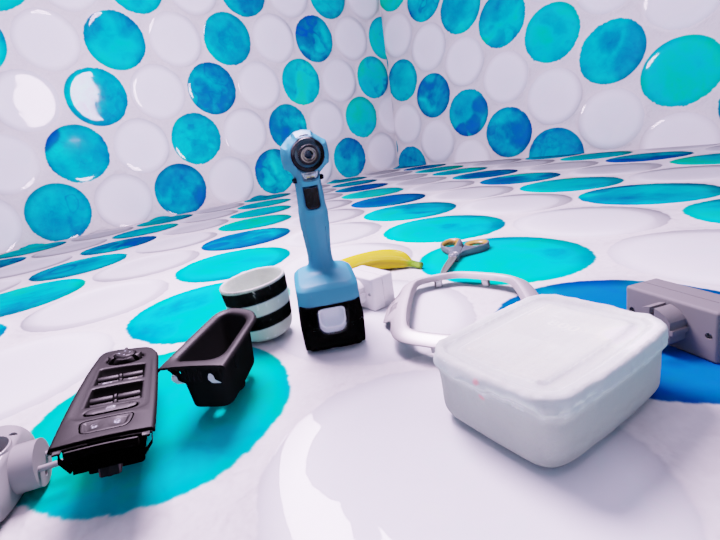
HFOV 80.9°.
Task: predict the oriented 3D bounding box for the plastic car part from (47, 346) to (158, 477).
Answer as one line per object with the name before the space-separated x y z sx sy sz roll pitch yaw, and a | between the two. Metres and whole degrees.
plastic car part | -0.212 0.120 0.379 0.065 0.066 0.212 -15 17 -21

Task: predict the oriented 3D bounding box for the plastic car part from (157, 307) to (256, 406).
plastic car part | -0.136 0.092 0.424 0.067 0.069 0.116 -6 16 11

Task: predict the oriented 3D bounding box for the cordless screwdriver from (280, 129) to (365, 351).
cordless screwdriver | -0.046 -0.030 0.473 0.074 0.244 0.163 -10 14 -7

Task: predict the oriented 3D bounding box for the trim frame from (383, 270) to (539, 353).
trim frame | 0.121 0.043 0.520 0.188 0.027 0.248 -5 17 13
